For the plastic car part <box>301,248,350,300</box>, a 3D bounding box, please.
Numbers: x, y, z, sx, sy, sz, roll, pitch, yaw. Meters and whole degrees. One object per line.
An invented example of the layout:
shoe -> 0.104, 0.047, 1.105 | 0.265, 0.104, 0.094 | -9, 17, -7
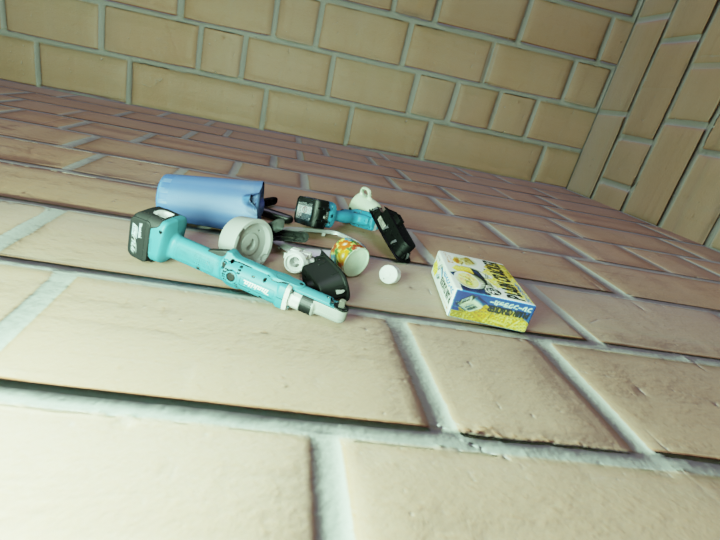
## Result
plastic car part -> -0.077, 0.019, 0.817 | 0.069, 0.064, 0.123 | -15, 35, -22

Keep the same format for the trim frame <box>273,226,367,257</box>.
trim frame -> -0.101, -0.066, 1.038 | 0.240, 0.027, 0.193 | 4, 23, -24

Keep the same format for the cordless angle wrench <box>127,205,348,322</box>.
cordless angle wrench -> -0.220, 0.000, 0.757 | 0.434, 0.097, 0.073 | 22, 23, 13

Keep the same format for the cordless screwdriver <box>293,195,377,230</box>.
cordless screwdriver -> -0.079, -0.158, 1.189 | 0.236, 0.074, 0.168 | 2, 14, -43

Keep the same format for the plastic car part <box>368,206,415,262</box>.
plastic car part -> 0.092, -0.103, 1.109 | 0.063, 0.068, 0.212 | 22, 36, -39
